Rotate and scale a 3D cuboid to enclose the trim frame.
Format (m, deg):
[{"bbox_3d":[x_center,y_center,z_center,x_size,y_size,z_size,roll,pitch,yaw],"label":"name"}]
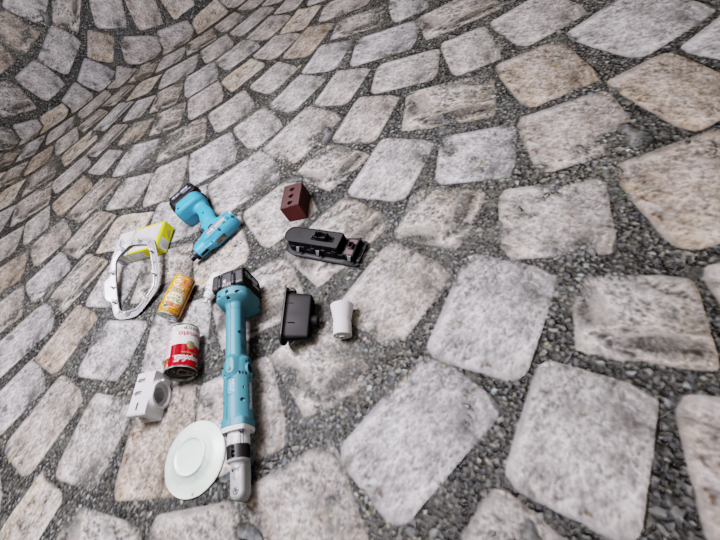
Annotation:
[{"bbox_3d":[-0.619,0.013,1.142,0.186,0.026,0.259,-30,60,13],"label":"trim frame"}]

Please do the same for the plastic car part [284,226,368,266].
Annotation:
[{"bbox_3d":[-0.090,-0.059,0.920,0.213,0.063,0.067,9,68,35],"label":"plastic car part"}]

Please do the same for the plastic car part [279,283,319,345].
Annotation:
[{"bbox_3d":[-0.116,0.092,0.826,0.072,0.063,0.120,-6,56,7],"label":"plastic car part"}]

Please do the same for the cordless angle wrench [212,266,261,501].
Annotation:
[{"bbox_3d":[-0.229,0.190,0.793,0.075,0.093,0.440,-20,53,9],"label":"cordless angle wrench"}]

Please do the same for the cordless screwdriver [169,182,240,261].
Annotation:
[{"bbox_3d":[-0.448,-0.133,1.160,0.158,0.070,0.263,-47,52,-10],"label":"cordless screwdriver"}]
